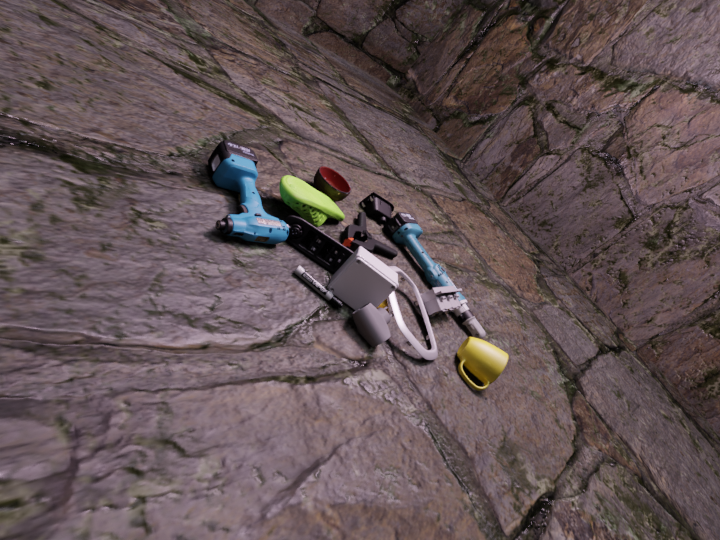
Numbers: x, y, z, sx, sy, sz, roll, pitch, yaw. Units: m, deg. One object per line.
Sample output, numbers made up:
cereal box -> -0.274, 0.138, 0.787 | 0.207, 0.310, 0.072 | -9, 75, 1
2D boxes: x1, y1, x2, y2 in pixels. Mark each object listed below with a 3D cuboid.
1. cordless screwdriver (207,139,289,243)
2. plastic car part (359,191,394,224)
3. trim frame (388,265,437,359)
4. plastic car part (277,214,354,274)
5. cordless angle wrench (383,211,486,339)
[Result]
cordless screwdriver -> -0.257, -0.163, 0.880 | 0.151, 0.075, 0.259 | 4, 49, -48
plastic car part -> 0.061, -0.181, 1.315 | 0.111, 0.067, 0.073 | 27, 47, -31
trim frame -> 0.115, 0.093, 0.983 | 0.174, 0.028, 0.259 | 31, 32, -41
plastic car part -> -0.093, -0.061, 0.946 | 0.197, 0.066, 0.069 | 32, 20, -16
cordless angle wrench -> 0.217, 0.012, 1.217 | 0.093, 0.075, 0.440 | 2, 49, -51
